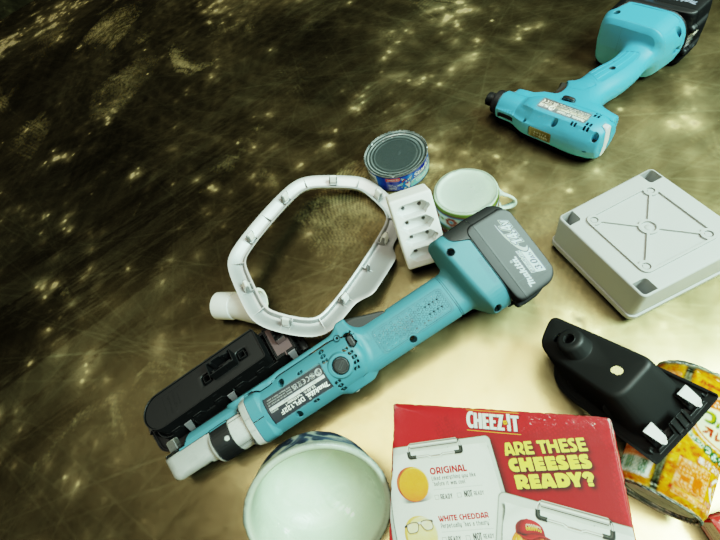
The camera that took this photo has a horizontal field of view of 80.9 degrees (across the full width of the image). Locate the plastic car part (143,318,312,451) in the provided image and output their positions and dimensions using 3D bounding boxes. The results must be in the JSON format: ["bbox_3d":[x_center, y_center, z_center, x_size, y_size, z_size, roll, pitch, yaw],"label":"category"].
[{"bbox_3d":[-0.156,0.125,0.471,0.203,0.064,0.069,-37,62,-2],"label":"plastic car part"}]

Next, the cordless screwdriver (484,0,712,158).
[{"bbox_3d":[0.297,-0.262,0.543,0.248,0.070,0.168,-46,56,-7],"label":"cordless screwdriver"}]

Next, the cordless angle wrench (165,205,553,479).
[{"bbox_3d":[-0.018,0.090,0.429,0.423,0.073,0.100,-34,81,2],"label":"cordless angle wrench"}]

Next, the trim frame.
[{"bbox_3d":[-0.051,-0.033,0.522,0.190,0.027,0.247,27,61,17],"label":"trim frame"}]

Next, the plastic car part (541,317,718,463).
[{"bbox_3d":[0.191,0.078,0.340,0.066,0.068,0.122,-47,27,-1],"label":"plastic car part"}]
